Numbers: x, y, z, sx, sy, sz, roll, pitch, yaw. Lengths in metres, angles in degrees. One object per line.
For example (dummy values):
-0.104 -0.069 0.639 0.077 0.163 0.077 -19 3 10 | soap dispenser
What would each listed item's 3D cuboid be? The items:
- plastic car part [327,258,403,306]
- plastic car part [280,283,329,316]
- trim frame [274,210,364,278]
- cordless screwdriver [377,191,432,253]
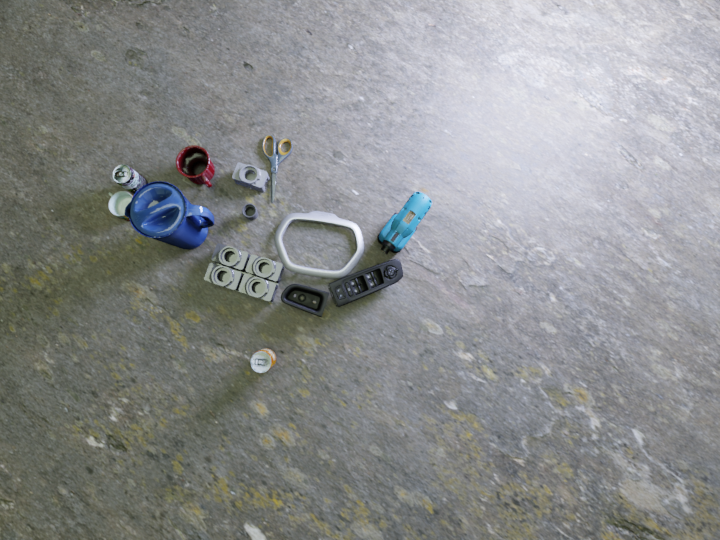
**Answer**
0.017 0.031 1.117 0.202 0.066 0.067 -22 83 -3 | plastic car part
-0.147 0.074 1.111 0.117 0.070 0.066 18 81 3 | plastic car part
-0.113 -0.074 1.158 0.250 0.027 0.185 7 80 2 | trim frame
0.090 -0.092 1.047 0.075 0.247 0.159 37 82 1 | cordless screwdriver
